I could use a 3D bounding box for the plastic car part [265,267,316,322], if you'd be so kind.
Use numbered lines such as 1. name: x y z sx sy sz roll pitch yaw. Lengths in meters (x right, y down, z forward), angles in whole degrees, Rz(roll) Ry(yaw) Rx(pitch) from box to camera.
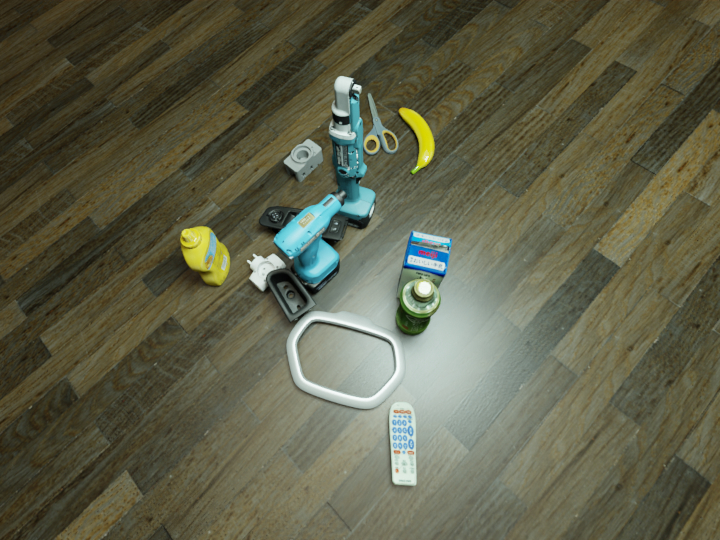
1. plastic car part: -0.150 0.052 0.906 0.065 0.069 0.121 -34 69 -10

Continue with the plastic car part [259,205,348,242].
1. plastic car part: -0.131 -0.104 0.972 0.207 0.065 0.067 13 70 11

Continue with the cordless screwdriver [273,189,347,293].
1. cordless screwdriver: -0.083 -0.054 0.850 0.077 0.242 0.158 42 76 15

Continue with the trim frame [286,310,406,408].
1. trim frame: -0.032 0.174 0.864 0.254 0.027 0.186 12 69 11

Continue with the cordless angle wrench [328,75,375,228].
1. cordless angle wrench: -0.022 -0.210 0.817 0.100 0.411 0.075 21 71 9
